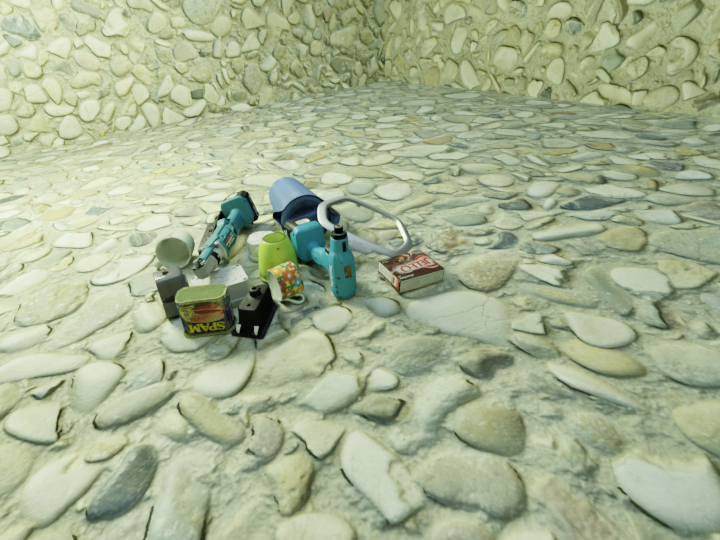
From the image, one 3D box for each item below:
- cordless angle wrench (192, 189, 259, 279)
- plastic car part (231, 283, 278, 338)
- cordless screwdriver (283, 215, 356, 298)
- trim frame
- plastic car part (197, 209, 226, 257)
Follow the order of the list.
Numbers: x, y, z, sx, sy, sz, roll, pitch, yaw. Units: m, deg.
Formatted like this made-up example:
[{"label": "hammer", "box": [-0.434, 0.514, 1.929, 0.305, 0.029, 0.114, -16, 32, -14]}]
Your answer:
[{"label": "cordless angle wrench", "box": [-0.329, -0.087, 1.030, 0.075, 0.094, 0.434, -20, 26, 7]}, {"label": "plastic car part", "box": [-0.205, 0.068, 0.825, 0.067, 0.068, 0.118, 3, 35, 9]}, {"label": "cordless screwdriver", "box": [-0.091, -0.060, 0.931, 0.072, 0.154, 0.263, -19, 32, -24]}, {"label": "trim frame", "box": [0.011, -0.109, 1.033, 0.249, 0.027, 0.185, 24, 41, 1]}, {"label": "plastic car part", "box": [-0.385, -0.084, 1.106, 0.067, 0.064, 0.211, -17, 32, -2]}]
